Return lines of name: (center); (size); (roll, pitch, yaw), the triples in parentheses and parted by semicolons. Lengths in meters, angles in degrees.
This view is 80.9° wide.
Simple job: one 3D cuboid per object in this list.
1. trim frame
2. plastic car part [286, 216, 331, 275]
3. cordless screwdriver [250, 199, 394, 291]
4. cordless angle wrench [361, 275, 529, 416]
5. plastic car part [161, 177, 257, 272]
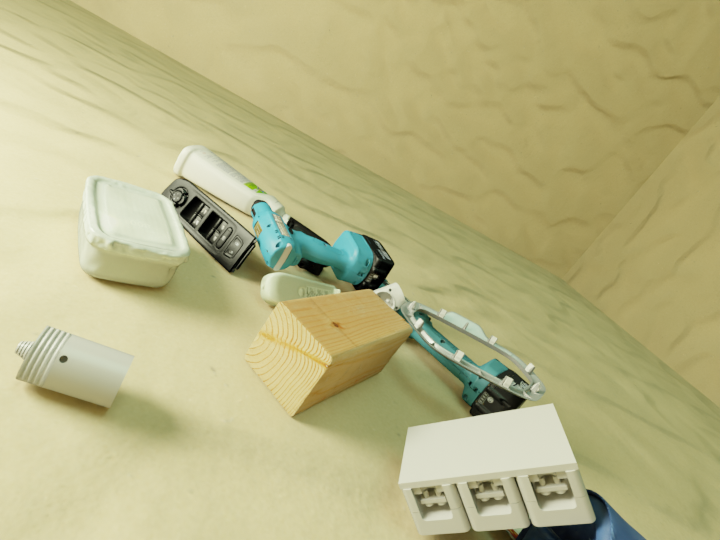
trim frame: (0.175, 0.116, 0.661); (0.251, 0.027, 0.184); (26, 16, 3)
plastic car part: (-0.107, -0.034, 0.792); (0.116, 0.066, 0.071); (34, 34, -4)
cordless screwdriver: (-0.071, -0.047, 0.727); (0.236, 0.074, 0.168); (15, 29, -36)
cordless angle wrench: (0.093, 0.090, 0.761); (0.446, 0.074, 0.093); (41, 20, 32)
plastic car part: (-0.242, -0.080, 0.684); (0.210, 0.066, 0.065); (38, 10, 18)
